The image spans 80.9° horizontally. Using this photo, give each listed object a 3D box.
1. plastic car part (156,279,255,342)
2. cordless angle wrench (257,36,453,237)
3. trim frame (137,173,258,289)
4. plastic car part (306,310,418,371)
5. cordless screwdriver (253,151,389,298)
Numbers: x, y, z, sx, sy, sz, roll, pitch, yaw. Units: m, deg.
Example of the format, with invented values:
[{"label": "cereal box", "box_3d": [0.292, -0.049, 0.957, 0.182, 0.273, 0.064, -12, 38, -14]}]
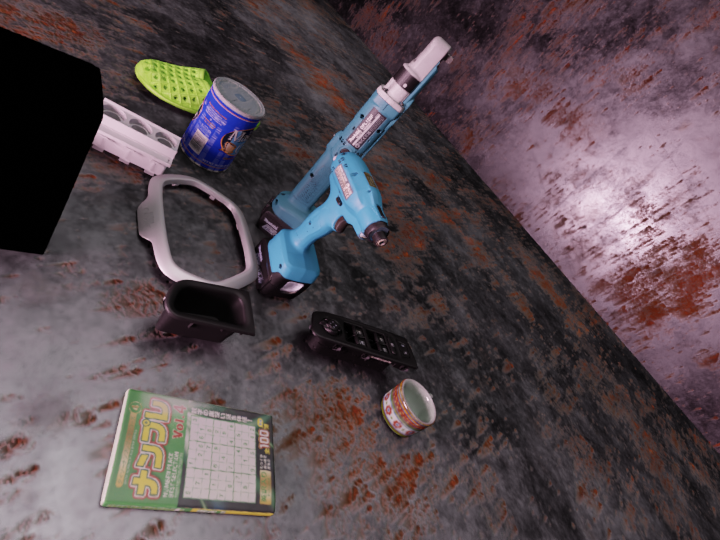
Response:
[{"label": "plastic car part", "box_3d": [-0.199, 0.058, 0.524, 0.110, 0.072, 0.069, 17, 42, -39]}, {"label": "cordless angle wrench", "box_3d": [-0.020, -0.199, 0.698, 0.096, 0.428, 0.075, 40, 32, -12]}, {"label": "trim frame", "box_3d": [-0.248, -0.062, 0.655, 0.174, 0.028, 0.260, 12, 43, -42]}, {"label": "plastic car part", "box_3d": [-0.006, 0.119, 0.682, 0.193, 0.068, 0.069, 26, 36, -29]}, {"label": "cordless screwdriver", "box_3d": [-0.062, -0.040, 0.629, 0.070, 0.251, 0.166, 17, 42, -41]}]
